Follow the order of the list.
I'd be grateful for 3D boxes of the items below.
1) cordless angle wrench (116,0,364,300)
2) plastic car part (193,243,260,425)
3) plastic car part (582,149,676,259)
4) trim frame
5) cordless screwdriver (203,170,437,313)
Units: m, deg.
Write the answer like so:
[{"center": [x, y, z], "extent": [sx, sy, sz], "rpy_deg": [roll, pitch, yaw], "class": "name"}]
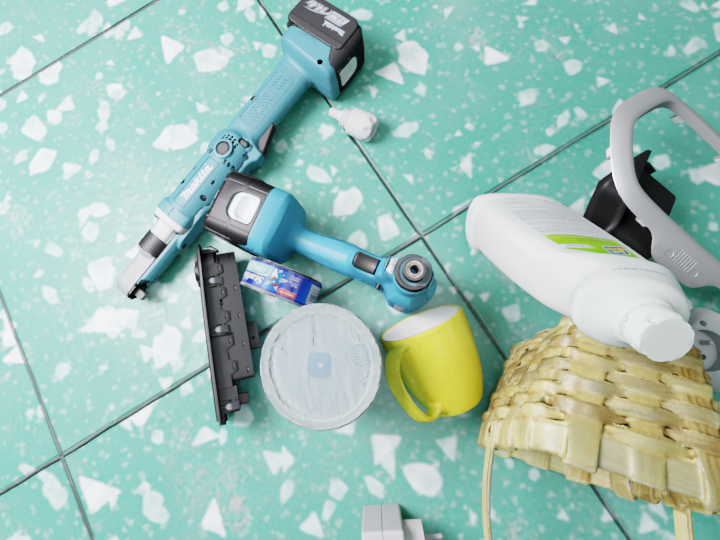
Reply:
[{"center": [-0.157, -0.140, 0.520], "extent": [0.100, 0.073, 0.422], "rpy_deg": [38, 87, 11], "class": "cordless angle wrench"}, {"center": [-0.152, 0.061, 0.479], "extent": [0.066, 0.066, 0.207], "rpy_deg": [-15, 77, -8], "class": "plastic car part"}, {"center": [0.278, -0.053, 0.431], "extent": [0.071, 0.066, 0.116], "rpy_deg": [33, 65, 1], "class": "plastic car part"}, {"center": [0.330, -0.075, 0.418], "extent": [0.242, 0.028, 0.185], "rpy_deg": [33, 68, -14], "class": "trim frame"}, {"center": [-0.043, -0.028, 0.436], "extent": [0.255, 0.155, 0.074], "rpy_deg": [24, 83, 11], "class": "cordless screwdriver"}]
